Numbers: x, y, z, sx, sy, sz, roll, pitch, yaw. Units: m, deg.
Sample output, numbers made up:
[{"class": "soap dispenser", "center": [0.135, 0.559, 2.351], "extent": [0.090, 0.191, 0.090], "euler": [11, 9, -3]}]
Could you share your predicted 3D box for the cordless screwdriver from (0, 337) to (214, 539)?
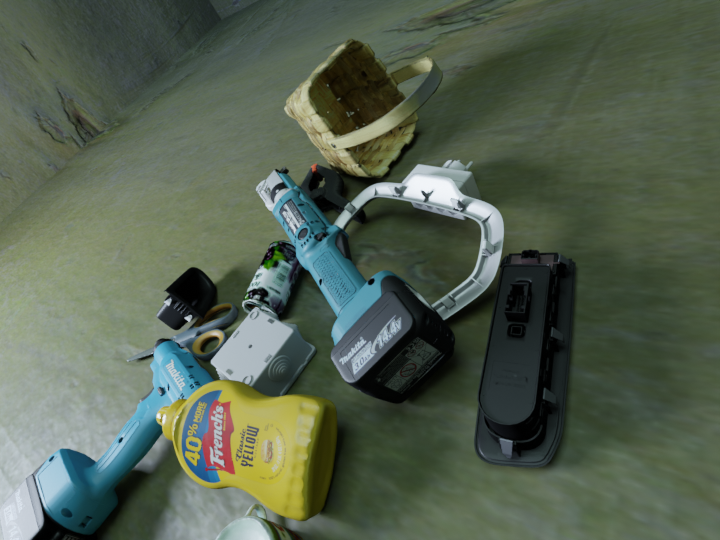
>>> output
[{"class": "cordless screwdriver", "center": [-0.291, 0.198, 0.506], "extent": [0.247, 0.070, 0.169], "euler": [-46, 43, -17]}]

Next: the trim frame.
[{"class": "trim frame", "center": [0.044, -0.031, 0.497], "extent": [0.263, 0.026, 0.184], "euler": [25, 81, 49]}]

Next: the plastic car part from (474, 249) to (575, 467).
[{"class": "plastic car part", "center": [0.137, 0.056, 0.353], "extent": [0.069, 0.063, 0.205], "euler": [3, 55, 28]}]

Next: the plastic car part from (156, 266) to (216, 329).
[{"class": "plastic car part", "center": [-0.267, 0.049, 0.640], "extent": [0.071, 0.064, 0.119], "euler": [-46, 16, 8]}]

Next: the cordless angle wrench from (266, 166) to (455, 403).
[{"class": "cordless angle wrench", "center": [-0.051, -0.034, 0.524], "extent": [0.098, 0.070, 0.446], "euler": [-48, 41, 9]}]
